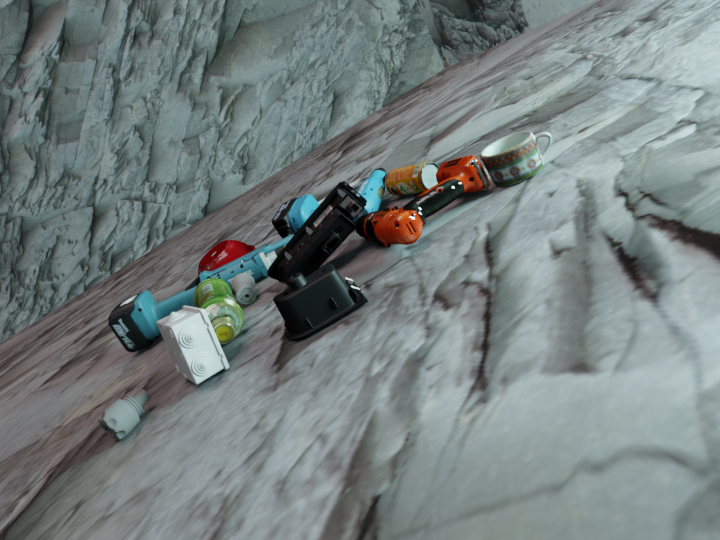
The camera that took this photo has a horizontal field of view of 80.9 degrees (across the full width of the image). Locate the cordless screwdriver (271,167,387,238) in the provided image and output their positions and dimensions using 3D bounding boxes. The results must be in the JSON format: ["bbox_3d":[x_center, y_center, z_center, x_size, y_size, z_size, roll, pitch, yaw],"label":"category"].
[{"bbox_3d":[-0.061,-0.140,0.899,0.258,0.071,0.160,-11,37,34],"label":"cordless screwdriver"}]

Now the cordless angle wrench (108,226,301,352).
[{"bbox_3d":[-0.283,0.026,0.840,0.423,0.095,0.076,-26,18,0],"label":"cordless angle wrench"}]

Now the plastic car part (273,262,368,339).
[{"bbox_3d":[-0.061,0.033,0.542,0.116,0.069,0.068,-28,17,-3],"label":"plastic car part"}]

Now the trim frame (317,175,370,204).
[{"bbox_3d":[-0.060,-0.172,1.054,0.249,0.026,0.190,-31,22,3],"label":"trim frame"}]

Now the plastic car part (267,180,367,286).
[{"bbox_3d":[-0.067,-0.044,0.689,0.204,0.062,0.070,-44,44,13],"label":"plastic car part"}]
